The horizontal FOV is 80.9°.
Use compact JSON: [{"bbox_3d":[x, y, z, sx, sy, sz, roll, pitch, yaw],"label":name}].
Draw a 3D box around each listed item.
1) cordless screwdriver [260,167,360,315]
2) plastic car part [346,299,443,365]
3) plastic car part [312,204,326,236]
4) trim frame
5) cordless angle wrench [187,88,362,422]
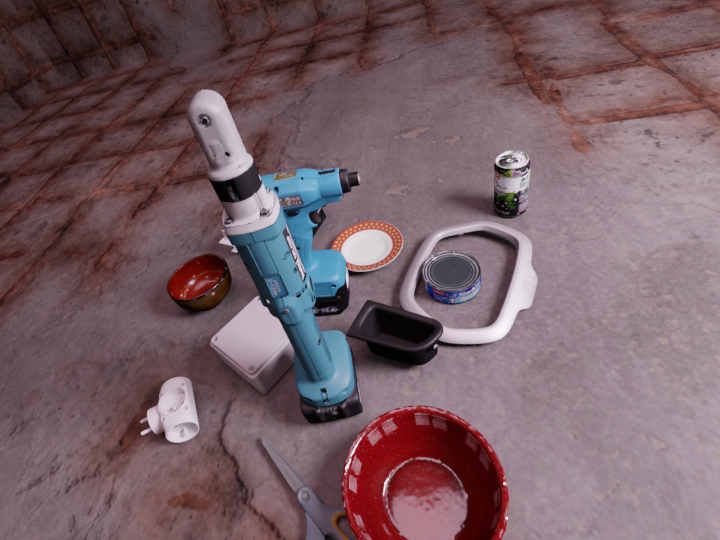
[{"bbox_3d":[-0.061,-0.040,0.620,0.162,0.238,0.076,-7,42,11],"label":"cordless screwdriver"},{"bbox_3d":[0.052,0.094,0.567,0.122,0.068,0.066,14,50,30],"label":"plastic car part"},{"bbox_3d":[-0.117,-0.078,0.808,0.069,0.064,0.203,9,49,26],"label":"plastic car part"},{"bbox_3d":[0.165,0.009,0.645,0.193,0.026,0.248,10,50,28],"label":"trim frame"},{"bbox_3d":[-0.076,0.020,0.440,0.075,0.404,0.102,-13,42,3],"label":"cordless angle wrench"}]
